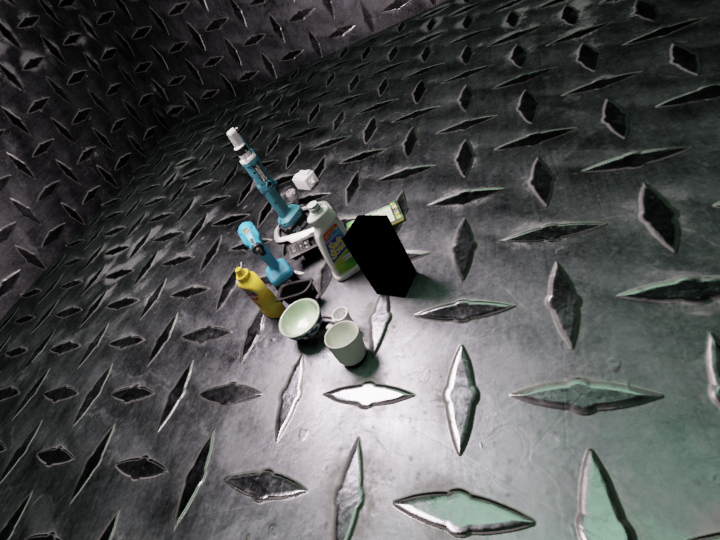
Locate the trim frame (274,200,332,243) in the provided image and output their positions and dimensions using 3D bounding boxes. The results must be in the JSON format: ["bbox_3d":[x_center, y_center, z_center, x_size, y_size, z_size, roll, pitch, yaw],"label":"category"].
[{"bbox_3d":[-0.206,-0.171,1.512,0.256,0.026,0.188,-14,42,23],"label":"trim frame"}]

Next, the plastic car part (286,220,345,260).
[{"bbox_3d":[-0.131,-0.086,1.338,0.204,0.064,0.069,-29,38,6],"label":"plastic car part"}]

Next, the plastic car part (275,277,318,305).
[{"bbox_3d":[-0.172,0.070,1.200,0.120,0.067,0.067,-13,42,24],"label":"plastic car part"}]

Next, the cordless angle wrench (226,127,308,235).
[{"bbox_3d":[-0.316,-0.291,1.412,0.078,0.402,0.097,17,58,46],"label":"cordless angle wrench"}]

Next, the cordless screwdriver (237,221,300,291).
[{"bbox_3d":[-0.259,-0.022,1.223,0.074,0.236,0.168,-36,37,-5],"label":"cordless screwdriver"}]
